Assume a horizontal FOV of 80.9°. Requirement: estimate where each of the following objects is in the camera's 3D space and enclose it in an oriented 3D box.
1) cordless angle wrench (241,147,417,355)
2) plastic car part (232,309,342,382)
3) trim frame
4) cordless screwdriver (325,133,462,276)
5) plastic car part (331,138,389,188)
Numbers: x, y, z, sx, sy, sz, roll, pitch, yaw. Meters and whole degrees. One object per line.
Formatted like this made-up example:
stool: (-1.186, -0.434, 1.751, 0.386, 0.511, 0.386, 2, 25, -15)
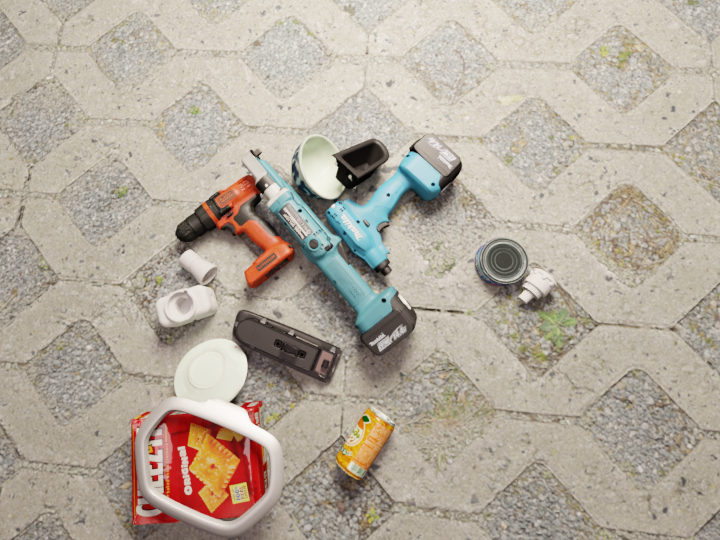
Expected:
cordless angle wrench: (-0.072, -0.047, 0.741, 0.098, 0.073, 0.429, -42, 83, 12)
plastic car part: (-0.138, 0.132, 0.742, 0.207, 0.066, 0.066, 22, 89, 9)
trim frame: (-0.239, 0.299, 0.660, 0.253, 0.027, 0.185, 17, 82, 10)
cordless screwdriver: (0.076, -0.118, 0.769, 0.249, 0.073, 0.162, -39, 81, 0)
plastic car part: (-0.001, -0.188, 0.776, 0.068, 0.071, 0.114, 45, 50, 12)
